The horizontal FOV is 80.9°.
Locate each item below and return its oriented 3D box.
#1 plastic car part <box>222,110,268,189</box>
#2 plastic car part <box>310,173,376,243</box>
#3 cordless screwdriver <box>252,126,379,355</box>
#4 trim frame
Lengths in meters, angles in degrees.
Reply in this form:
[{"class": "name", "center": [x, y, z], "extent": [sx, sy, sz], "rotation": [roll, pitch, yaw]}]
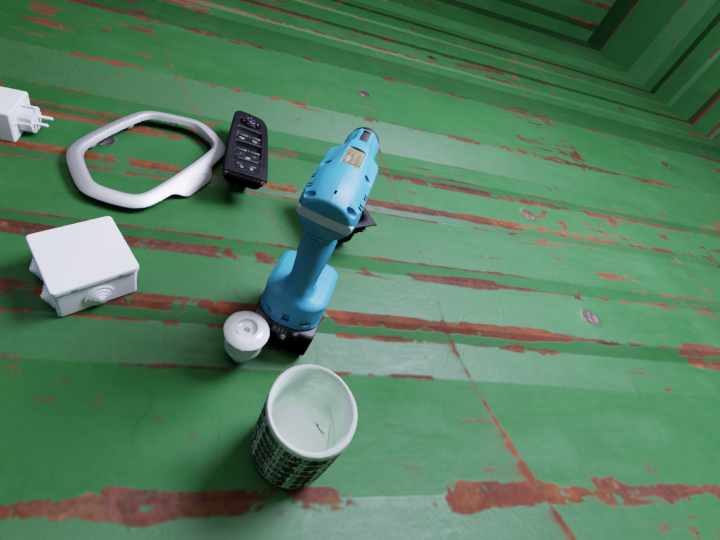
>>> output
[{"class": "plastic car part", "center": [-0.186, -0.192, 0.688], "extent": [0.064, 0.066, 0.210], "rotation": [8, 46, -18]}, {"class": "plastic car part", "center": [-0.040, -0.086, 0.642], "extent": [0.063, 0.070, 0.122], "rotation": [-11, 54, -32]}, {"class": "cordless screwdriver", "center": [-0.045, -0.029, 0.459], "extent": [0.074, 0.247, 0.161], "rotation": [24, 44, -4]}, {"class": "trim frame", "center": [-0.321, -0.177, 0.649], "extent": [0.187, 0.027, 0.248], "rotation": [28, 44, 5]}]
